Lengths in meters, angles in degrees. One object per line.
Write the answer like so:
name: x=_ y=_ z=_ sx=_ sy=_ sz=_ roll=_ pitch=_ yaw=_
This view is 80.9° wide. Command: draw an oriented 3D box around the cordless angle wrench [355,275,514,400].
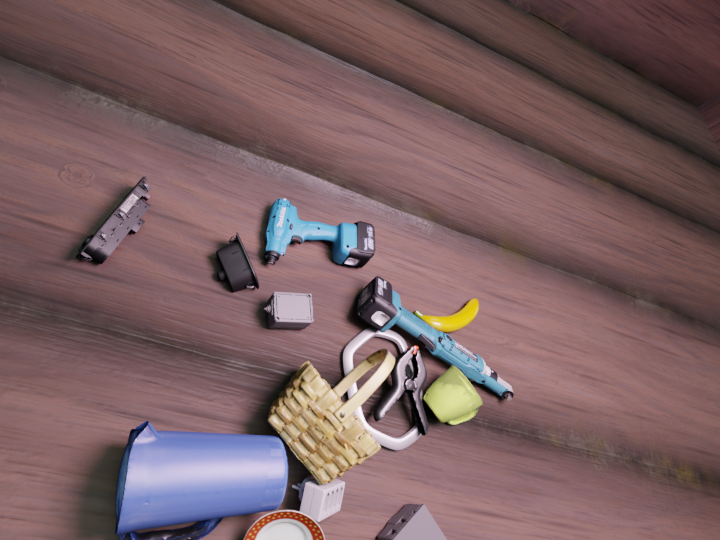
cordless angle wrench: x=0.179 y=0.168 z=0.948 sx=0.415 sy=0.075 sz=0.099 roll=34 pitch=27 yaw=-9

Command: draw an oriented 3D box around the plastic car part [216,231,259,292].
plastic car part: x=-0.259 y=-0.007 z=0.865 sx=0.069 sy=0.066 sz=0.119 roll=-20 pitch=76 yaw=-17

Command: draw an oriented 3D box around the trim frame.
trim frame: x=0.053 y=0.240 z=0.885 sx=0.178 sy=0.027 sz=0.256 roll=-2 pitch=62 yaw=-24

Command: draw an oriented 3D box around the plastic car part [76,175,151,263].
plastic car part: x=-0.466 y=-0.089 z=0.815 sx=0.064 sy=0.069 sz=0.204 roll=48 pitch=48 yaw=-29

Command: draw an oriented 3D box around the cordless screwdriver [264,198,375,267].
cordless screwdriver: x=-0.094 y=-0.061 z=0.958 sx=0.243 sy=0.074 sz=0.163 roll=14 pitch=59 yaw=-13
